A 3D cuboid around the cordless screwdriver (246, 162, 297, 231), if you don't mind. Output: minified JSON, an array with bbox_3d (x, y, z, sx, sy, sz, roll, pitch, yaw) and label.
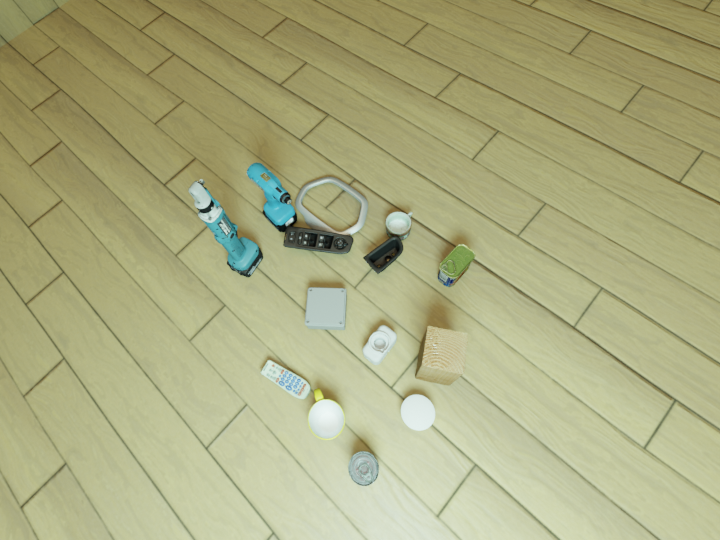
[{"bbox_3d":[-0.237,-0.193,1.224,0.074,0.241,0.165,-42,70,-13],"label":"cordless screwdriver"}]

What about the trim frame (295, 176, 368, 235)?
[{"bbox_3d":[-0.091,-0.200,1.325,0.259,0.026,0.183,37,75,21],"label":"trim frame"}]

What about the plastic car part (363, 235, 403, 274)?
[{"bbox_3d":[0.073,-0.037,1.204,0.116,0.068,0.069,-37,68,-10],"label":"plastic car part"}]

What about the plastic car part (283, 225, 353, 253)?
[{"bbox_3d":[-0.123,-0.080,1.253,0.207,0.065,0.067,7,67,10],"label":"plastic car part"}]

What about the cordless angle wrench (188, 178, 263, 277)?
[{"bbox_3d":[-0.354,-0.103,1.105,0.077,0.410,0.098,28,71,14],"label":"cordless angle wrench"}]
